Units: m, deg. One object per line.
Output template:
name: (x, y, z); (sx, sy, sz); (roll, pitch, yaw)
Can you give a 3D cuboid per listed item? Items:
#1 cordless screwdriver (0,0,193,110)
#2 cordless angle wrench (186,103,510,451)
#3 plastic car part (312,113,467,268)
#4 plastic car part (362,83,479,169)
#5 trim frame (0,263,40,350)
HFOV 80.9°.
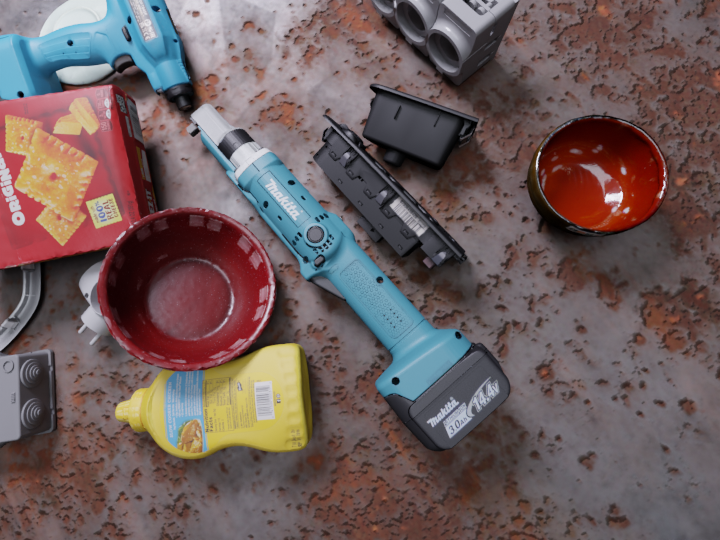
cordless screwdriver: (-0.327, -0.229, 0.495); (0.249, 0.075, 0.157); (-21, 98, 2)
cordless angle wrench: (-0.042, -0.027, 0.428); (0.098, 0.072, 0.435); (-41, 75, -3)
plastic car part: (0.020, -0.075, 0.436); (0.068, 0.064, 0.207); (-42, 78, 24)
plastic car part: (0.054, -0.142, 0.445); (0.120, 0.064, 0.071); (23, 98, 13)
trim frame: (-0.486, 0.003, 0.499); (0.252, 0.027, 0.184); (18, 83, 8)
